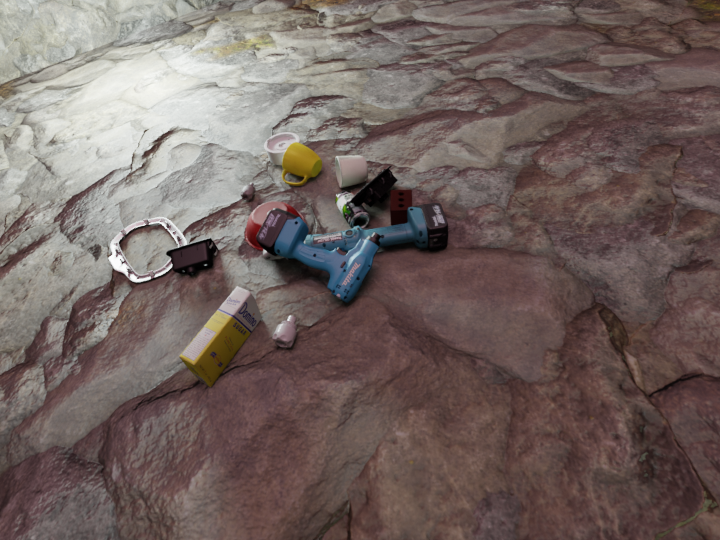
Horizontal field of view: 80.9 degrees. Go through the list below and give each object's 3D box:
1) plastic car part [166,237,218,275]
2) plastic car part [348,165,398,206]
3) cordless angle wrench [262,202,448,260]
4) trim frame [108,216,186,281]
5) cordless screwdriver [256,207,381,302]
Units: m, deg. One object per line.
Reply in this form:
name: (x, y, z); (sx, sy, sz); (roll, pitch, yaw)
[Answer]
plastic car part: (-0.403, -0.024, 1.020); (0.116, 0.064, 0.074); (-19, 63, -4)
plastic car part: (0.046, -0.208, 1.056); (0.067, 0.066, 0.202); (37, 39, -2)
cordless angle wrench: (-0.020, -0.070, 0.974); (0.427, 0.071, 0.101); (-9, 48, 6)
trim frame: (-0.560, -0.062, 1.104); (0.182, 0.026, 0.262); (-36, 53, -19)
cordless screwdriver: (-0.089, -0.058, 0.913); (0.256, 0.072, 0.159); (30, 83, 15)
